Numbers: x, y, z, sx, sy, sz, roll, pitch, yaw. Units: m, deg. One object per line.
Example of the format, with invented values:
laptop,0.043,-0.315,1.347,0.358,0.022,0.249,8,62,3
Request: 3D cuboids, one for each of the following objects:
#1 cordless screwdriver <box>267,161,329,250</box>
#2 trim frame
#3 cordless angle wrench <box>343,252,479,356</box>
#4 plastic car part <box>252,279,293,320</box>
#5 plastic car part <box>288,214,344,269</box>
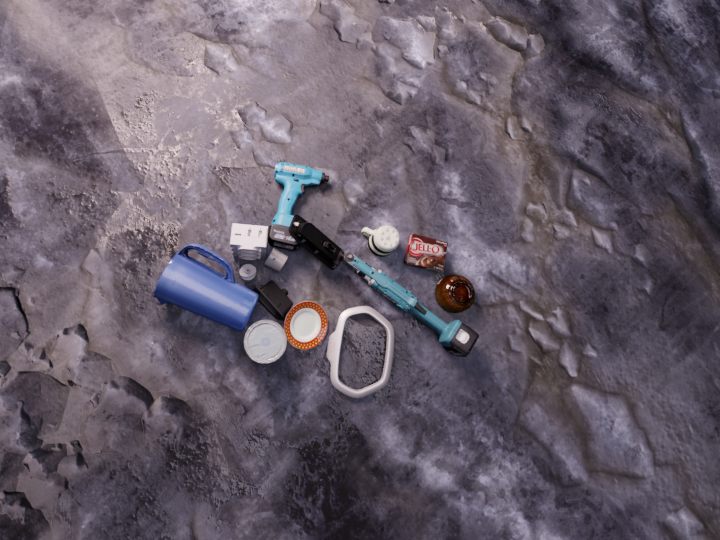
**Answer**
cordless screwdriver,-0.177,-0.182,1.194,0.157,0.074,0.252,8,74,-8
trim frame,0.001,0.222,1.164,0.181,0.028,0.250,9,79,-8
cordless angle wrench,0.127,0.084,1.184,0.426,0.097,0.074,36,76,4
plastic car part,-0.230,0.073,1.145,0.116,0.067,0.070,44,61,-3
plastic car part,-0.112,-0.073,1.141,0.193,0.070,0.066,39,79,-31
